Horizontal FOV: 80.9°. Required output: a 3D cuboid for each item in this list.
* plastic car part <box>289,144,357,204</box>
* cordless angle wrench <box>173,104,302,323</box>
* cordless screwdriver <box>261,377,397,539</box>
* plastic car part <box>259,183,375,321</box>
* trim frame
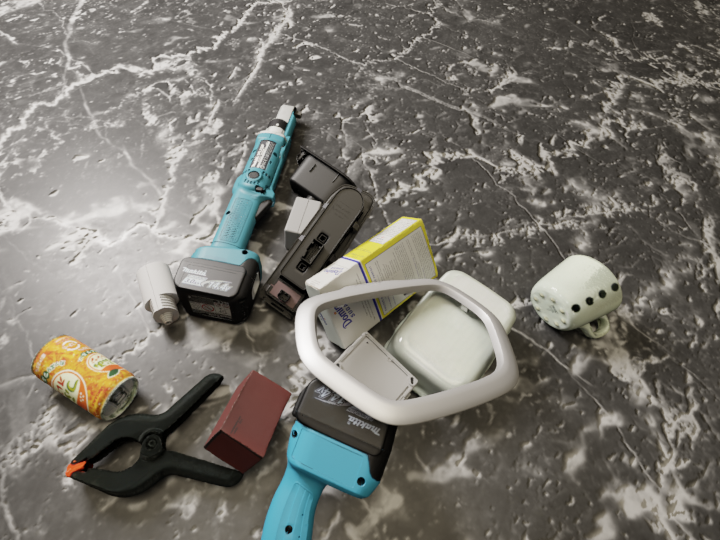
[{"bbox_3d":[-0.067,-0.130,0.668,0.120,0.064,0.070,39,76,16],"label":"plastic car part"},{"bbox_3d":[-0.161,-0.126,0.650,0.098,0.072,0.431,9,54,1],"label":"cordless angle wrench"},{"bbox_3d":[-0.033,0.236,0.383,0.163,0.072,0.249,24,75,11],"label":"cordless screwdriver"},{"bbox_3d":[-0.054,-0.036,0.556,0.068,0.066,0.203,33,78,10],"label":"plastic car part"},{"bbox_3d":[0.050,0.068,0.442,0.240,0.027,0.194,-10,42,-27],"label":"trim frame"}]
